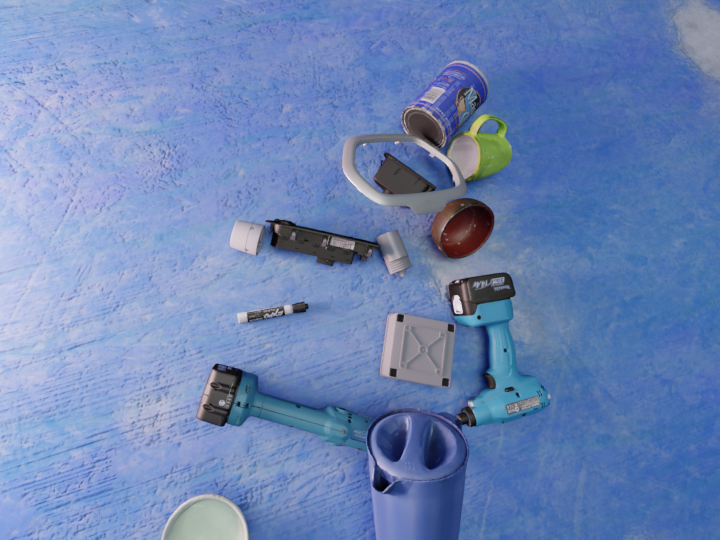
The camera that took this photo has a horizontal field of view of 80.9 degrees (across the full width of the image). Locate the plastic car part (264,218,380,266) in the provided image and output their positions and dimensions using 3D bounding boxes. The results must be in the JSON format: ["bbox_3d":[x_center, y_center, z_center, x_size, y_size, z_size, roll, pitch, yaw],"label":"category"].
[{"bbox_3d":[-0.073,-0.048,0.746,0.201,0.067,0.066,17,102,-4],"label":"plastic car part"}]

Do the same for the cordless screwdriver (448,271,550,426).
[{"bbox_3d":[0.212,0.134,0.727,0.157,0.074,0.251,-14,83,-10],"label":"cordless screwdriver"}]

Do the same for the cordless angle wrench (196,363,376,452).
[{"bbox_3d":[-0.038,0.243,0.664,0.418,0.098,0.075,18,80,-6],"label":"cordless angle wrench"}]

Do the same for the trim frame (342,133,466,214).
[{"bbox_3d":[0.077,-0.173,0.731,0.239,0.027,0.192,-12,58,-32],"label":"trim frame"}]

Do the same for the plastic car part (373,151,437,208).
[{"bbox_3d":[0.073,-0.158,0.790,0.118,0.065,0.071,35,89,5],"label":"plastic car part"}]
